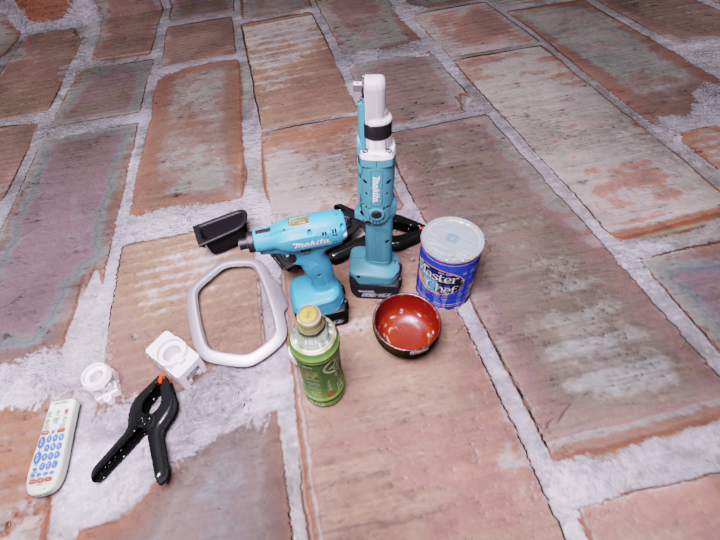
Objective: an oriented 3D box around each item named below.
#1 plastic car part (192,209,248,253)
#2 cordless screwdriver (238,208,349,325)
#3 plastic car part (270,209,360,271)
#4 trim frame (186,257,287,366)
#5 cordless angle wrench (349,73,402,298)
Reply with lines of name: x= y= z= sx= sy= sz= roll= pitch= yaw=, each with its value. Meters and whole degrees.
plastic car part: x=-0.288 y=-0.075 z=0.904 sx=0.115 sy=0.068 sz=0.069 roll=-22 pitch=52 yaw=-12
cordless screwdriver: x=-0.098 y=0.008 z=0.698 sx=0.158 sy=0.240 sz=0.077 roll=-10 pitch=50 yaw=-5
plastic car part: x=-0.084 y=-0.055 z=0.864 sx=0.200 sy=0.064 sz=0.070 roll=-33 pitch=55 yaw=-20
trim frame: x=-0.233 y=0.071 z=0.800 sx=0.182 sy=0.026 sz=0.261 roll=-21 pitch=51 yaw=-10
cordless angle wrench: x=0.024 y=-0.105 z=0.667 sx=0.099 sy=0.408 sz=0.076 roll=3 pitch=50 yaw=5
